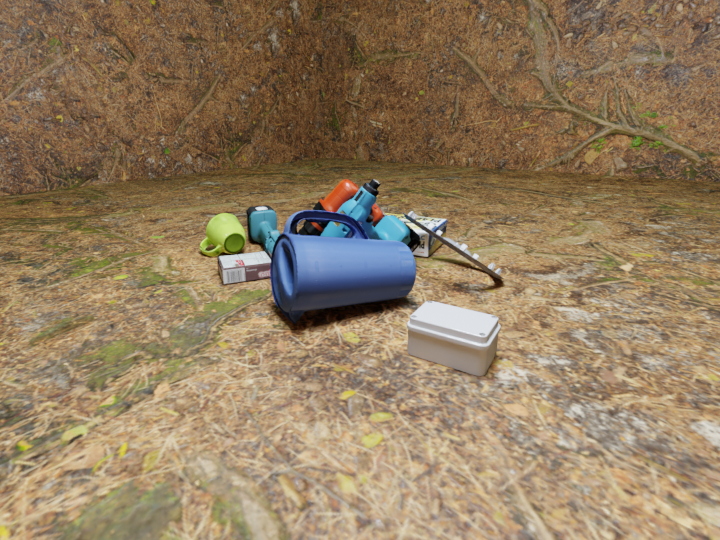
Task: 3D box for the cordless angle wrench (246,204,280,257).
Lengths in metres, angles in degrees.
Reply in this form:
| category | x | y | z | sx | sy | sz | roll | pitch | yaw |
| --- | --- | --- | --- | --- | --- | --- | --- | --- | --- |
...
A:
| category | x | y | z | sx | sy | sz | roll | pitch | yaw |
| --- | --- | --- | --- | --- | --- | --- | --- | --- | --- |
| cordless angle wrench | -0.201 | -0.058 | 1.010 | 0.072 | 0.096 | 0.444 | -8 | 25 | -21 |

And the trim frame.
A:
| category | x | y | z | sx | sy | sz | roll | pitch | yaw |
| --- | --- | --- | --- | --- | --- | --- | --- | --- | --- |
| trim frame | 0.191 | -0.058 | 0.887 | 0.259 | 0.027 | 0.176 | 35 | 8 | 23 |

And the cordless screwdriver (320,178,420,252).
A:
| category | x | y | z | sx | sy | sz | roll | pitch | yaw |
| --- | --- | --- | --- | --- | --- | --- | --- | --- | --- |
| cordless screwdriver | 0.039 | -0.091 | 0.868 | 0.236 | 0.159 | 0.078 | 12 | 30 | -53 |
